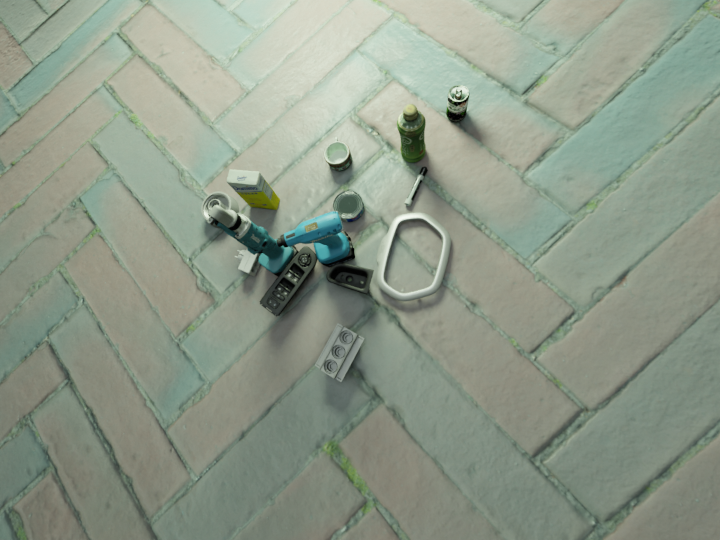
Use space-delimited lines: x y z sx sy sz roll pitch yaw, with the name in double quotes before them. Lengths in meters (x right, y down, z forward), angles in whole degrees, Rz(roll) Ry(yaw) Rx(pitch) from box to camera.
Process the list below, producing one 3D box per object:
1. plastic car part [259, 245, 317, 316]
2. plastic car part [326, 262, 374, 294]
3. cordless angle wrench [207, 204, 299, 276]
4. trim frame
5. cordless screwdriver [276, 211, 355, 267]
"plastic car part" -0.186 0.029 1.160 0.069 0.065 0.203 33 85 17
"plastic car part" -0.025 0.021 1.120 0.120 0.068 0.066 14 80 16
"cordless angle wrench" -0.253 -0.075 1.022 0.077 0.409 0.098 34 85 15
"trim frame" 0.136 -0.038 1.119 0.190 0.026 0.250 12 78 17
"cordless screwdriver" -0.105 -0.069 1.073 0.161 0.240 0.076 -19 75 6
